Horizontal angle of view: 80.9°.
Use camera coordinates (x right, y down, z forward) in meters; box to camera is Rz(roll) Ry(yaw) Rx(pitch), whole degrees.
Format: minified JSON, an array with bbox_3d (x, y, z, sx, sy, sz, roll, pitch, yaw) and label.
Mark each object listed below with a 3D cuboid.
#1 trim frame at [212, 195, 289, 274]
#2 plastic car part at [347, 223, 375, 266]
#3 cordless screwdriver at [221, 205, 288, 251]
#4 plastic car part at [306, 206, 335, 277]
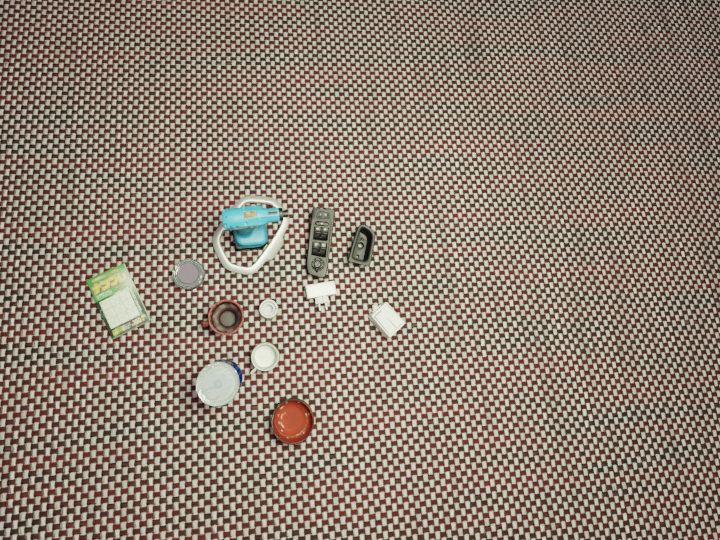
[{"bbox_3d":[-0.315,-0.106,1.226,0.184,0.027,0.248,31,76,1],"label":"trim frame"},{"bbox_3d":[0.003,-0.070,1.233,0.065,0.071,0.117,15,77,-6],"label":"plastic car part"},{"bbox_3d":[-0.274,-0.115,1.119,0.157,0.249,0.075,-7,82,-12],"label":"cordless screwdriver"},{"bbox_3d":[-0.120,-0.078,1.222,0.065,0.067,0.205,7,77,-8],"label":"plastic car part"}]
